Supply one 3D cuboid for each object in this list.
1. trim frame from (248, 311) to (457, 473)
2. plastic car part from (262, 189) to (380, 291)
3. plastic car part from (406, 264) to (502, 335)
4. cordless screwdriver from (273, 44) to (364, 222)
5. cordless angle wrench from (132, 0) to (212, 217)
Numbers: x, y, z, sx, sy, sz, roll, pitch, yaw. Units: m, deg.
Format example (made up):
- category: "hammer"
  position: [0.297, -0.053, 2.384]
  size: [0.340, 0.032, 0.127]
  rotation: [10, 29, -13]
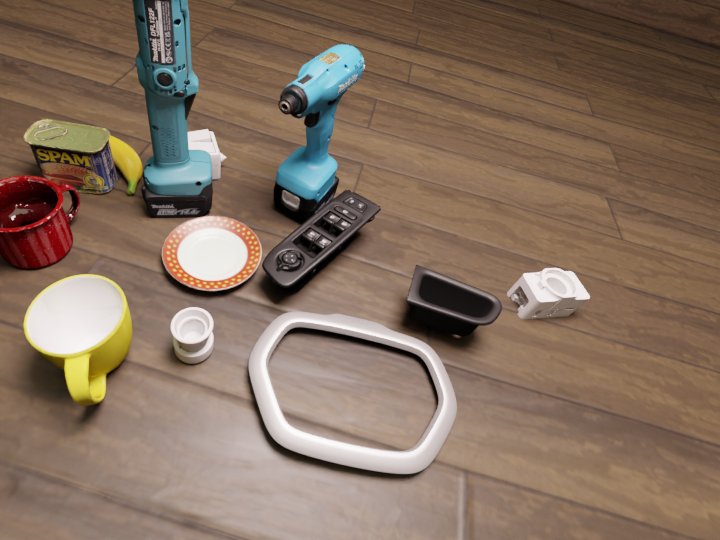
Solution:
- category: "trim frame"
  position: [-0.007, 0.129, 0.491]
  size: [0.247, 0.027, 0.189]
  rotation: [11, 49, -4]
- category: "plastic car part"
  position: [-0.058, -0.038, 0.595]
  size: [0.068, 0.066, 0.200]
  rotation: [36, 52, 14]
- category: "plastic car part"
  position: [0.113, 0.053, 0.555]
  size: [0.118, 0.070, 0.066]
  rotation: [22, 49, 4]
- category: "cordless screwdriver"
  position: [-0.073, -0.169, 0.583]
  size: [0.076, 0.245, 0.158]
  rotation: [29, 49, 6]
- category: "cordless angle wrench"
  position: [-0.223, -0.232, 0.488]
  size: [0.095, 0.417, 0.077]
  rotation: [-1, 53, -19]
